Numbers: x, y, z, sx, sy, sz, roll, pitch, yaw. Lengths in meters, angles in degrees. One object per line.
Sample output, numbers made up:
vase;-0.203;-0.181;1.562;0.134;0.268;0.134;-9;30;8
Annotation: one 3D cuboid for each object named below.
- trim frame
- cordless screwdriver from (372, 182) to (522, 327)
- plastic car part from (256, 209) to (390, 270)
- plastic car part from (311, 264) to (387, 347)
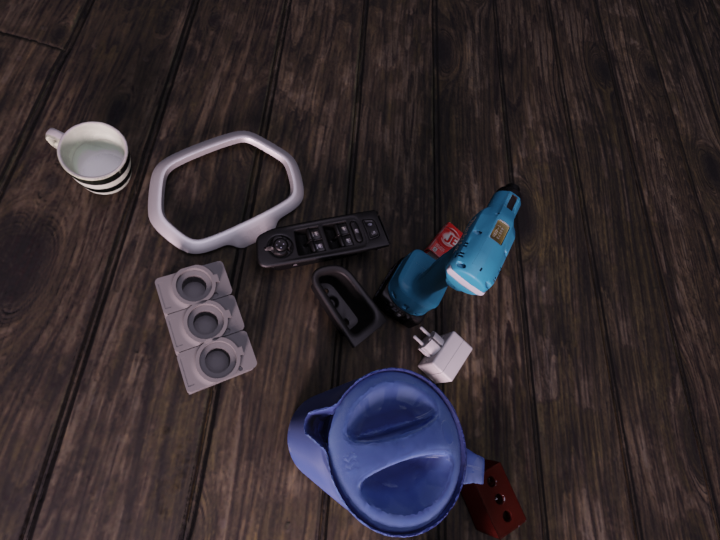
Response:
trim frame;-0.206;-0.125;0.658;0.243;0.027;0.187;-31;80;-25
cordless screwdriver;0.118;-0.015;0.585;0.074;0.250;0.159;37;63;-6
plastic car part;-0.063;-0.041;0.644;0.197;0.067;0.068;-11;74;-20
plastic car part;-0.030;0.049;0.615;0.065;0.071;0.118;-33;82;-26
